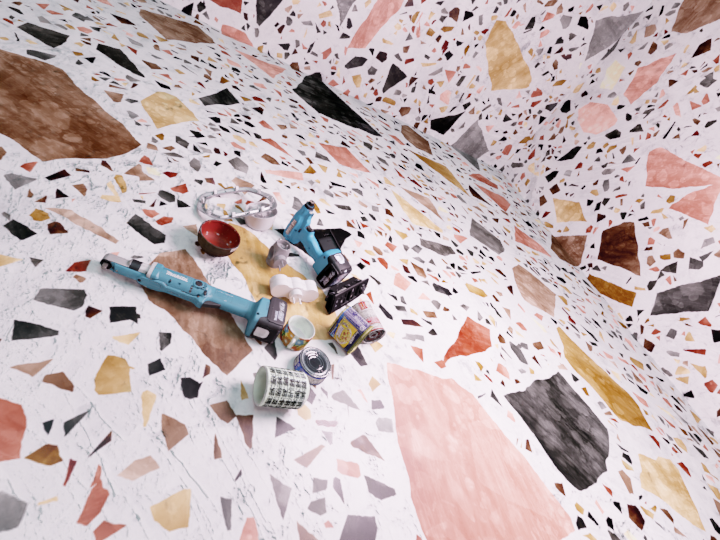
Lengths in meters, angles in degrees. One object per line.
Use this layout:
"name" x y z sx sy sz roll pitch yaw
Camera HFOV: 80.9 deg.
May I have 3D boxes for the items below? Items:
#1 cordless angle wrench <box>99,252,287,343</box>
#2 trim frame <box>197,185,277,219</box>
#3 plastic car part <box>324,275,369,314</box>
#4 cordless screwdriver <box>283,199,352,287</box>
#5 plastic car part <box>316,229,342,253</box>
"cordless angle wrench" -0.376 0.050 0.967 0.413 0.074 0.100 23 35 -13
"trim frame" -0.371 -0.207 1.278 0.239 0.027 0.194 -16 44 -37
"plastic car part" -0.045 0.063 1.245 0.070 0.065 0.196 23 27 30
"cordless screwdriver" -0.124 -0.081 1.266 0.071 0.160 0.258 -14 58 -50
"plastic car part" -0.108 -0.063 1.355 0.068 0.065 0.122 -8 54 -28
